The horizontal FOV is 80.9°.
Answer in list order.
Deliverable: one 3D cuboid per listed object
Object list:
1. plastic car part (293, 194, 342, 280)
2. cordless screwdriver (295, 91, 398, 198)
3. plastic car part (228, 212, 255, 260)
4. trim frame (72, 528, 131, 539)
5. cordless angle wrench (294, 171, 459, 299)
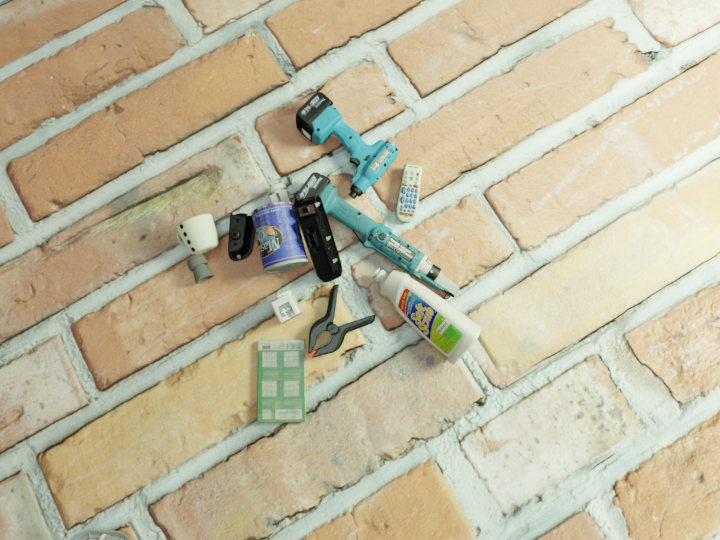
[{"bbox_3d":[-0.092,-0.060,0.940,0.067,0.068,0.197,-15,109,10],"label":"plastic car part"},{"bbox_3d":[-0.051,-0.296,1.011,0.251,0.074,0.159,38,84,4],"label":"cordless screwdriver"},{"bbox_3d":[-0.284,-0.085,0.985,0.066,0.070,0.118,3,78,1],"label":"plastic car part"},{"bbox_3d":[-0.539,0.673,0.888,0.184,0.027,0.252,-27,82,-1],"label":"trim frame"},{"bbox_3d":[0.043,-0.073,0.971,0.427,0.073,0.098,34,83,5],"label":"cordless angle wrench"}]
